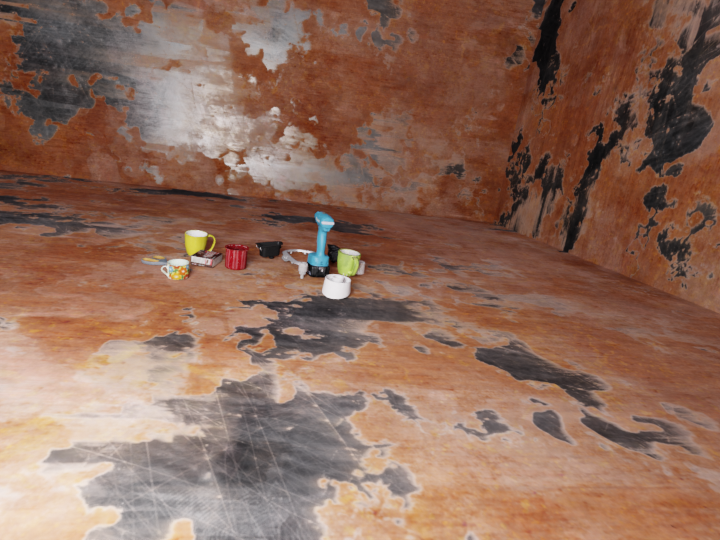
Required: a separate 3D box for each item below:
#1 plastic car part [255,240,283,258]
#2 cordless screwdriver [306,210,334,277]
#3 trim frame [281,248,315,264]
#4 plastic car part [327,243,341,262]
[{"bbox_3d":[-0.381,-0.084,1.787,0.111,0.070,0.070,-4,20,-36],"label":"plastic car part"},{"bbox_3d":[-0.161,-0.105,1.648,0.072,0.246,0.166,3,16,-21],"label":"cordless screwdriver"},{"bbox_3d":[-0.245,-0.054,1.822,0.178,0.027,0.261,0,18,-25],"label":"trim frame"},{"bbox_3d":[-0.115,-0.075,1.881,0.065,0.066,0.208,5,17,-11],"label":"plastic car part"}]
